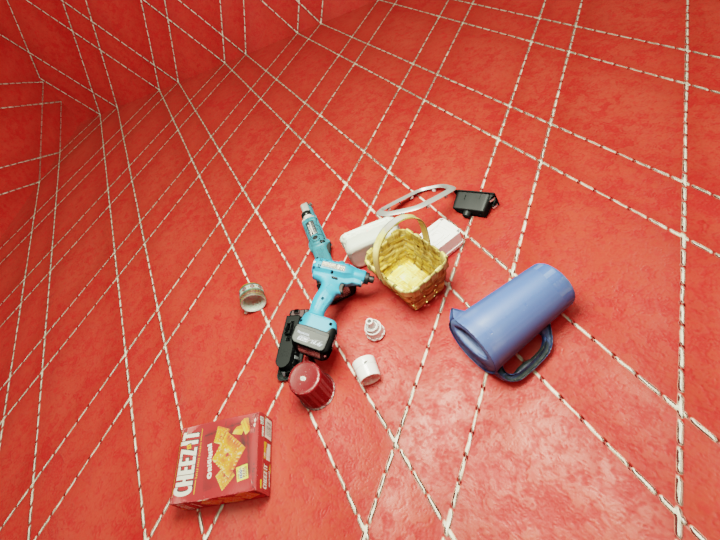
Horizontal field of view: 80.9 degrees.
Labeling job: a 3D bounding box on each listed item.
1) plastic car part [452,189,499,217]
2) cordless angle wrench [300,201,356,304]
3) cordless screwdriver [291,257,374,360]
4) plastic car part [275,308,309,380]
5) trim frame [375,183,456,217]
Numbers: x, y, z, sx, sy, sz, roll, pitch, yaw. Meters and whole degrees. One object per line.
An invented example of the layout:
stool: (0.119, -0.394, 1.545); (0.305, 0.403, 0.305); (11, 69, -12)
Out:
plastic car part: (0.306, -0.177, 1.155); (0.123, 0.062, 0.071); (11, 73, 36)
cordless angle wrench: (-0.125, -0.081, 1.274); (0.098, 0.070, 0.444); (-27, 45, 1)
cordless screwdriver: (-0.066, 0.089, 1.019); (0.162, 0.072, 0.252); (11, 59, 9)
plastic car part: (-0.176, 0.181, 1.091); (0.068, 0.064, 0.207); (-3, 55, 14)
trim frame: (0.157, -0.198, 1.200); (0.243, 0.027, 0.193); (-33, 24, -29)
